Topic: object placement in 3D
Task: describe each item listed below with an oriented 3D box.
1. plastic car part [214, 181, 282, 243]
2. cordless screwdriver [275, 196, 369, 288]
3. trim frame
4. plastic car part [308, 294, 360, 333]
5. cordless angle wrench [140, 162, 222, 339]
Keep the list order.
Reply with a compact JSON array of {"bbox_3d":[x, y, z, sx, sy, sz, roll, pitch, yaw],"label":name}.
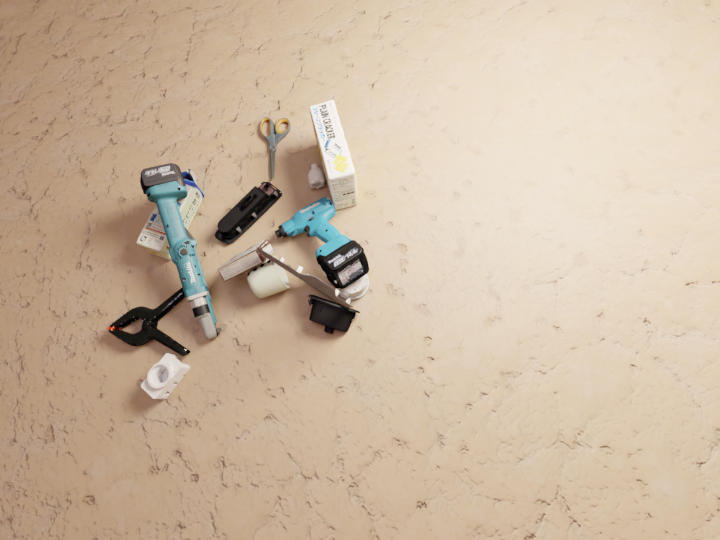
[{"bbox_3d":[-0.292,-0.151,1.079,0.068,0.066,0.202,40,82,10],"label":"plastic car part"},{"bbox_3d":[-0.095,-0.062,0.976,0.159,0.071,0.262,-30,48,-4],"label":"cordless screwdriver"},{"bbox_3d":[-0.117,0.013,0.899,0.238,0.192,0.027,36,84,-25],"label":"trim frame"},{"bbox_3d":[-0.068,0.104,0.951,0.119,0.064,0.071,21,89,11],"label":"plastic car part"},{"bbox_3d":[-0.416,-0.041,1.001,0.096,0.075,0.426,-17,84,-21],"label":"cordless angle wrench"}]
